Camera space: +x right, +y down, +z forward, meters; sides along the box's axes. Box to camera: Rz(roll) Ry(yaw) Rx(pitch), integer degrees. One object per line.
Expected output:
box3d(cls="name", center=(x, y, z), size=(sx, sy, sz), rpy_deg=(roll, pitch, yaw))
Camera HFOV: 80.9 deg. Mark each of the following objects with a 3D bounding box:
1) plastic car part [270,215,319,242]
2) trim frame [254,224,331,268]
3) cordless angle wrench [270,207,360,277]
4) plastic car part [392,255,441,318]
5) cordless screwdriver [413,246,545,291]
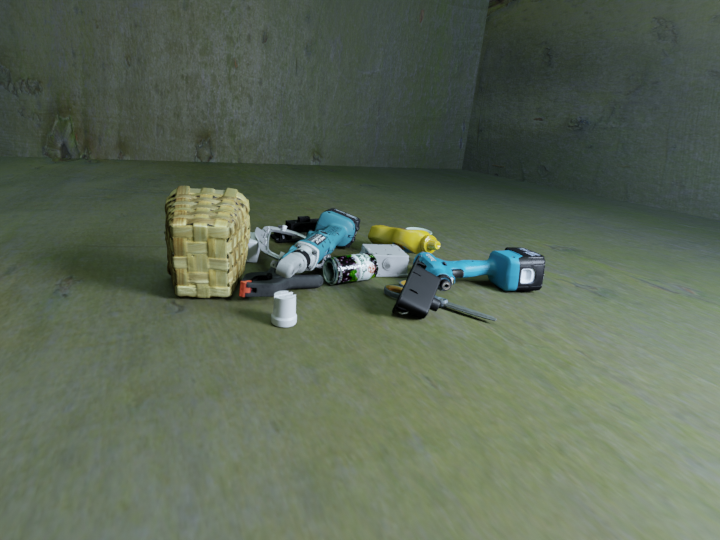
box3d(cls="plastic car part", center=(-0.139, -0.114, 1.139), size=(0.195, 0.066, 0.069), rpy_deg=(-3, 12, -28))
box3d(cls="trim frame", center=(-0.153, -0.058, 0.965), size=(0.181, 0.027, 0.255), rpy_deg=(15, 19, -11))
box3d(cls="cordless angle wrench", center=(-0.087, -0.057, 0.888), size=(0.099, 0.074, 0.420), rpy_deg=(22, 19, 4))
box3d(cls="plastic car part", center=(0.104, 0.042, 0.730), size=(0.072, 0.065, 0.117), rpy_deg=(21, 45, 7))
box3d(cls="cordless screwdriver", center=(0.244, 0.004, 0.853), size=(0.247, 0.073, 0.163), rpy_deg=(-1, 16, -4))
